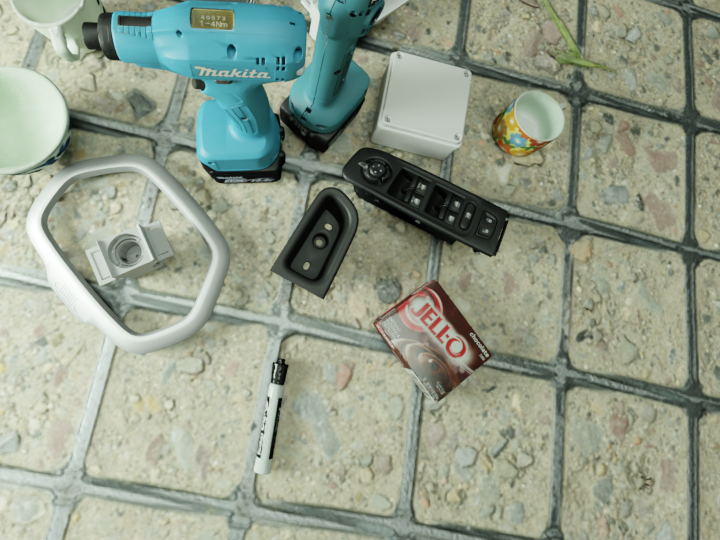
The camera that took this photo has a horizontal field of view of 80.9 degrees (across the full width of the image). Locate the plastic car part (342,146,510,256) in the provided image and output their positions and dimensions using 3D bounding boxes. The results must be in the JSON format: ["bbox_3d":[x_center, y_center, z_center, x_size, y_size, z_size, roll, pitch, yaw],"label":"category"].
[{"bbox_3d":[0.072,-0.085,0.517,0.202,0.067,0.066,28,77,-2],"label":"plastic car part"}]

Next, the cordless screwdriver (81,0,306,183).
[{"bbox_3d":[-0.142,-0.158,0.411,0.157,0.250,0.075,-1,83,-11],"label":"cordless screwdriver"}]

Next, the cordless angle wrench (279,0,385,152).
[{"bbox_3d":[-0.007,-0.229,0.353,0.074,0.425,0.098,39,76,-5],"label":"cordless angle wrench"}]

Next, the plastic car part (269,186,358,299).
[{"bbox_3d":[-0.048,-0.031,0.489,0.066,0.071,0.117,29,77,-5],"label":"plastic car part"}]

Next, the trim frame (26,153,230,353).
[{"bbox_3d":[-0.264,-0.025,0.483,0.183,0.027,0.250,-42,87,-13],"label":"trim frame"}]
